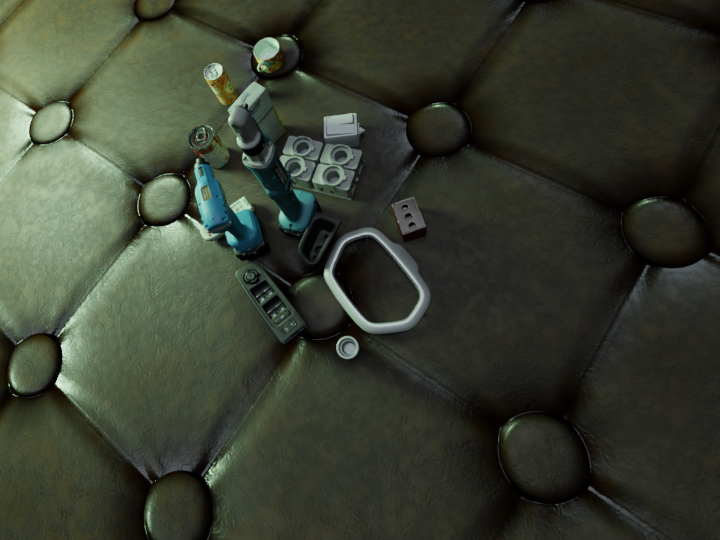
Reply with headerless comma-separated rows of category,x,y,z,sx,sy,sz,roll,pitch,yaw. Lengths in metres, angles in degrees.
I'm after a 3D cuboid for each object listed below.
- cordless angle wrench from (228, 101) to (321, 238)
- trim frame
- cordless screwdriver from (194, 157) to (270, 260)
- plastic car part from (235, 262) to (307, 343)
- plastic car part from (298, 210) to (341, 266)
cordless angle wrench,-0.157,-0.168,0.800,0.076,0.410,0.098,14,77,10
trim frame,0.033,0.020,0.904,0.184,0.026,0.258,-38,69,-3
cordless screwdriver,-0.277,-0.122,0.899,0.074,0.241,0.164,-22,72,0
plastic car part,-0.193,0.065,0.914,0.066,0.065,0.211,-40,70,-4
plastic car part,-0.091,-0.060,0.933,0.068,0.068,0.117,22,78,14
